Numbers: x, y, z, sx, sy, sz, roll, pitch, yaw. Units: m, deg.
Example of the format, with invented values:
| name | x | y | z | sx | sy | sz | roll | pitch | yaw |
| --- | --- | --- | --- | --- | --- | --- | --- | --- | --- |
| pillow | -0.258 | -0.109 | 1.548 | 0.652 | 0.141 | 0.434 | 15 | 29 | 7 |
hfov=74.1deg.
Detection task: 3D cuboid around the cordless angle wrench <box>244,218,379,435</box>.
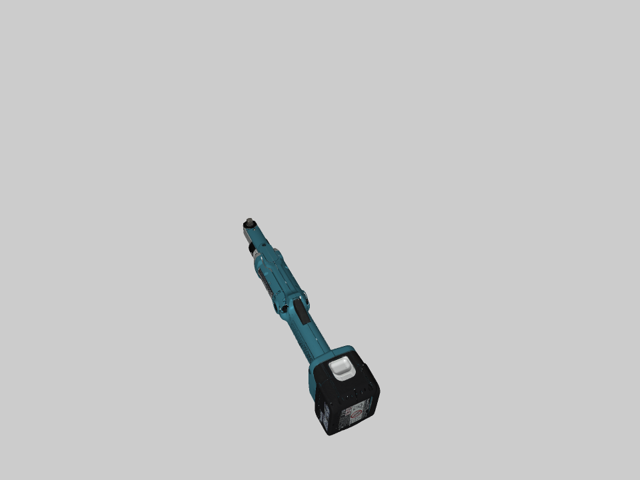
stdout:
| name | x | y | z | sx | sy | sz | roll | pitch | yaw |
| --- | --- | --- | --- | --- | --- | --- | --- | --- | --- |
| cordless angle wrench | -0.048 | 0.102 | 0.696 | 0.074 | 0.098 | 0.422 | -16 | 45 | -21 |
